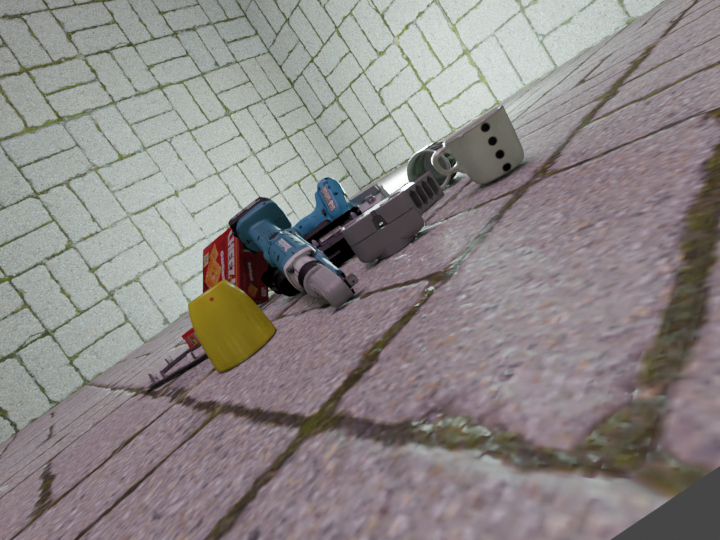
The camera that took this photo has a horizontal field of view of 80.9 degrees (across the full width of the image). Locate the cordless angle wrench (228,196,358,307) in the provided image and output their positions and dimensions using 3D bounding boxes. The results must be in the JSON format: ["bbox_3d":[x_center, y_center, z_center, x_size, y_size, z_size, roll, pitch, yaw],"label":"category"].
[{"bbox_3d":[-0.113,-0.033,0.630,0.097,0.071,0.443,-41,29,-9],"label":"cordless angle wrench"}]

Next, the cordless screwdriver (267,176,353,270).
[{"bbox_3d":[-0.109,-0.058,0.866,0.252,0.166,0.070,-40,-34,24],"label":"cordless screwdriver"}]

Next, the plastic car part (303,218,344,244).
[{"bbox_3d":[-0.075,-0.049,0.765,0.117,0.062,0.075,-36,42,2],"label":"plastic car part"}]

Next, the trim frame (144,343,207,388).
[{"bbox_3d":[-0.289,0.135,0.764,0.252,0.027,0.183,-32,10,20],"label":"trim frame"}]

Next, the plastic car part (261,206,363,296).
[{"bbox_3d":[-0.067,-0.019,0.703,0.203,0.063,0.070,-33,39,-1],"label":"plastic car part"}]
